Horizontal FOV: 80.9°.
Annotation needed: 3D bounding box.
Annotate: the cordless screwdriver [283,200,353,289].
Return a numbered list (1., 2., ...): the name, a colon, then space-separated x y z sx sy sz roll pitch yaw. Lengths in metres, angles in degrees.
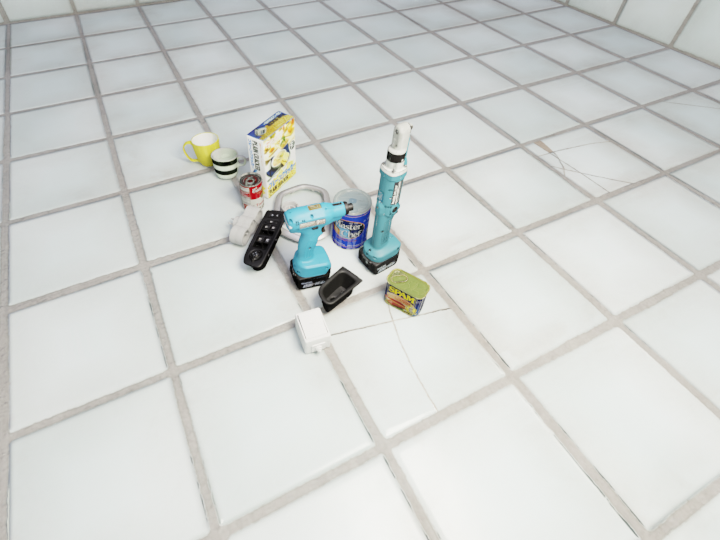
1. cordless screwdriver: -0.100 -0.066 1.026 0.156 0.242 0.078 -13 52 -16

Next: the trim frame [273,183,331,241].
1. trim frame: -0.167 -0.175 1.262 0.183 0.027 0.257 -2 49 -3

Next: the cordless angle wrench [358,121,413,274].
1. cordless angle wrench: 0.065 -0.158 0.998 0.096 0.411 0.078 -27 57 -26

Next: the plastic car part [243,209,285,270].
1. plastic car part: -0.259 -0.077 1.150 0.067 0.065 0.205 12 50 7

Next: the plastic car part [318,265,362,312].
1. plastic car part: -0.059 0.056 1.034 0.069 0.069 0.115 34 56 23
